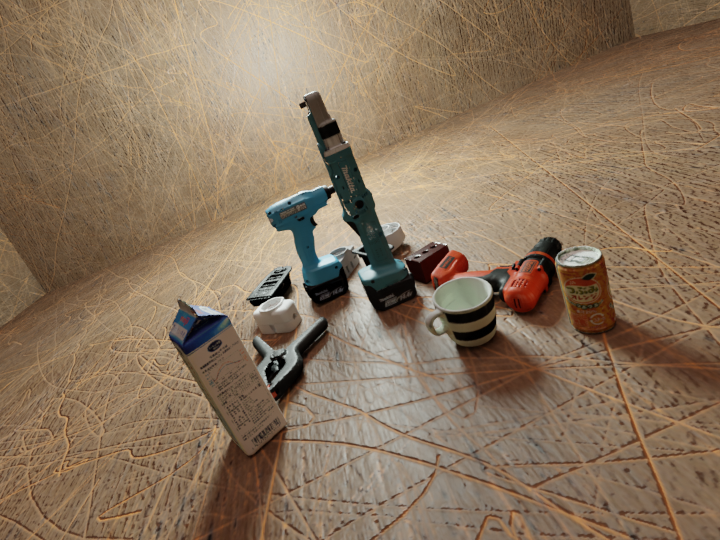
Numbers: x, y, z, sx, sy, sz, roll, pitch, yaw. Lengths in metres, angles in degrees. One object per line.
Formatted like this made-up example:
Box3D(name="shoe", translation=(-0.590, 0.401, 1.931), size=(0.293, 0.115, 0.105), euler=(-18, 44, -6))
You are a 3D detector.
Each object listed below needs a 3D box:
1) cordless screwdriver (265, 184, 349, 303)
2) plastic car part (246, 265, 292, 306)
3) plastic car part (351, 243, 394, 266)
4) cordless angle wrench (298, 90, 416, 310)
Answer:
Box3D(name="cordless screwdriver", translation=(-0.093, -0.061, 0.951), size=(0.158, 0.242, 0.077), euler=(-26, 18, -7))
Box3D(name="plastic car part", translation=(-0.216, 0.044, 1.072), size=(0.068, 0.065, 0.205), euler=(-18, 23, 16))
Box3D(name="plastic car part", translation=(0.041, -0.023, 0.962), size=(0.065, 0.069, 0.122), euler=(-29, 22, -16))
Box3D(name="cordless angle wrench", translation=(-0.008, -0.125, 0.788), size=(0.098, 0.411, 0.076), euler=(-23, 18, -1))
